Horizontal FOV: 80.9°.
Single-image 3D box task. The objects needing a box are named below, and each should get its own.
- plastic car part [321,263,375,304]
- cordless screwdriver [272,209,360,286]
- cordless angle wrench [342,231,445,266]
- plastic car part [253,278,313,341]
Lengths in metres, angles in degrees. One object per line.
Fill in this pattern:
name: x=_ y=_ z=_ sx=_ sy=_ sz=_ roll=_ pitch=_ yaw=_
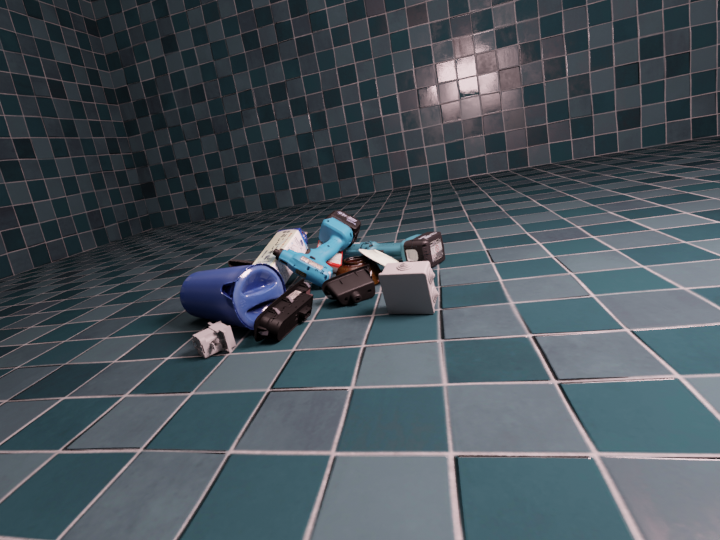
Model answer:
plastic car part: x=-0.015 y=0.042 z=0.903 sx=0.114 sy=0.064 sz=0.075 roll=-20 pitch=30 yaw=-20
cordless screwdriver: x=-0.109 y=-0.071 z=1.118 sx=0.163 sy=0.073 sz=0.248 roll=25 pitch=45 yaw=10
cordless angle wrench: x=0.025 y=-0.054 z=1.187 sx=0.444 sy=0.073 sz=0.095 roll=1 pitch=18 yaw=43
plastic car part: x=-0.141 y=0.086 z=0.835 sx=0.069 sy=0.065 sz=0.198 roll=22 pitch=25 yaw=17
